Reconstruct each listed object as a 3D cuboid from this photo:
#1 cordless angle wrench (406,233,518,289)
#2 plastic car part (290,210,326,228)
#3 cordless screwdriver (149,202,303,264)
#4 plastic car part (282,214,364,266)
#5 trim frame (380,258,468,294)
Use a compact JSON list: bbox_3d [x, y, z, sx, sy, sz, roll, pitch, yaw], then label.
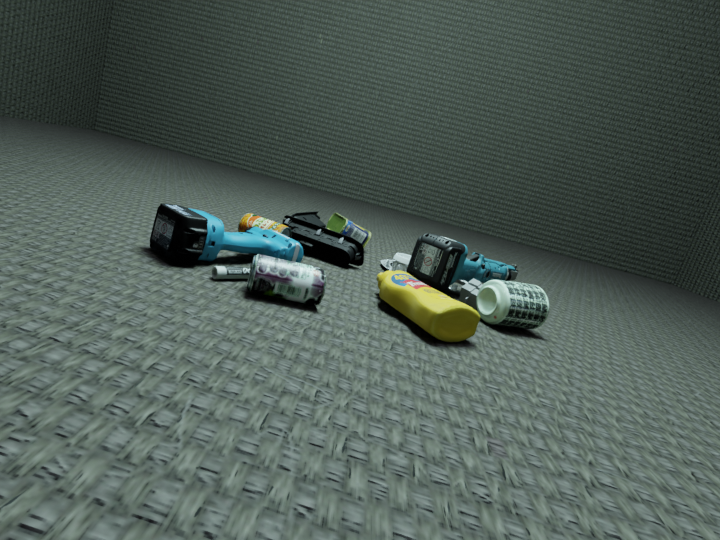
[{"bbox_3d":[0.254,-0.003,0.923,0.079,0.097,0.401,26,13,40],"label":"cordless angle wrench"},{"bbox_3d":[-0.135,-0.112,1.111,0.074,0.066,0.112,35,22,19],"label":"plastic car part"},{"bbox_3d":[-0.235,-0.059,0.735,0.236,0.074,0.168,7,14,-47],"label":"cordless screwdriver"},{"bbox_3d":[-0.089,-0.058,0.911,0.209,0.065,0.066,18,22,16],"label":"plastic car part"},{"bbox_3d":[0.167,0.013,0.973,0.255,0.027,0.181,19,15,12],"label":"trim frame"}]
